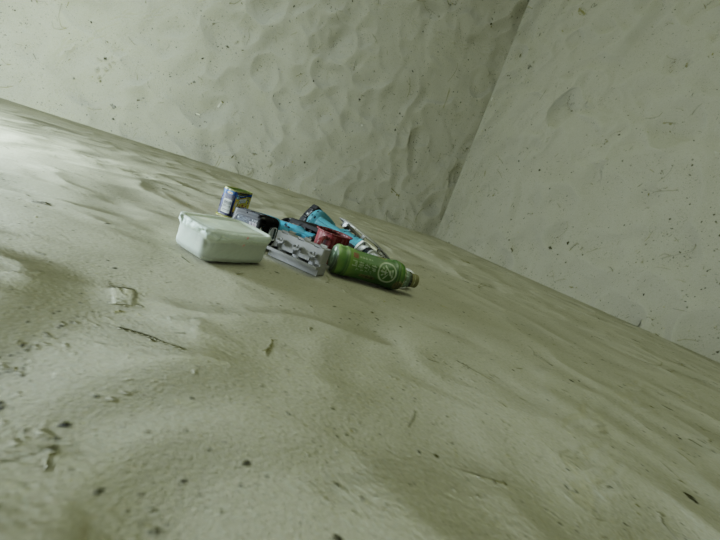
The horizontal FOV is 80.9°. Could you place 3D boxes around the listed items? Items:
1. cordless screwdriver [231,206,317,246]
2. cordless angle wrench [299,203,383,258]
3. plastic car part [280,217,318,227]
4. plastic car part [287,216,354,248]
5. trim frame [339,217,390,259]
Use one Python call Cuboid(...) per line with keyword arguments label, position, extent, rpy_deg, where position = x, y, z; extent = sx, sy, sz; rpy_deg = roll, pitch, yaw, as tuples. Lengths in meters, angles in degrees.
Cuboid(label="cordless screwdriver", position=(-0.198, -0.092, 1.024), extent=(0.164, 0.074, 0.242), rpy_deg=(18, 7, 15))
Cuboid(label="cordless angle wrench", position=(-0.050, -0.093, 1.240), extent=(0.093, 0.074, 0.447), rpy_deg=(48, -7, -37))
Cuboid(label="plastic car part", position=(-0.186, -0.113, 1.224), extent=(0.116, 0.066, 0.071), rpy_deg=(16, -5, -3))
Cuboid(label="plastic car part", position=(-0.112, -0.073, 1.148), extent=(0.211, 0.066, 0.064), rpy_deg=(22, -14, 22))
Cuboid(label="trim frame", position=(0.013, -0.094, 1.346), extent=(0.194, 0.027, 0.236), rpy_deg=(40, 1, 29))
